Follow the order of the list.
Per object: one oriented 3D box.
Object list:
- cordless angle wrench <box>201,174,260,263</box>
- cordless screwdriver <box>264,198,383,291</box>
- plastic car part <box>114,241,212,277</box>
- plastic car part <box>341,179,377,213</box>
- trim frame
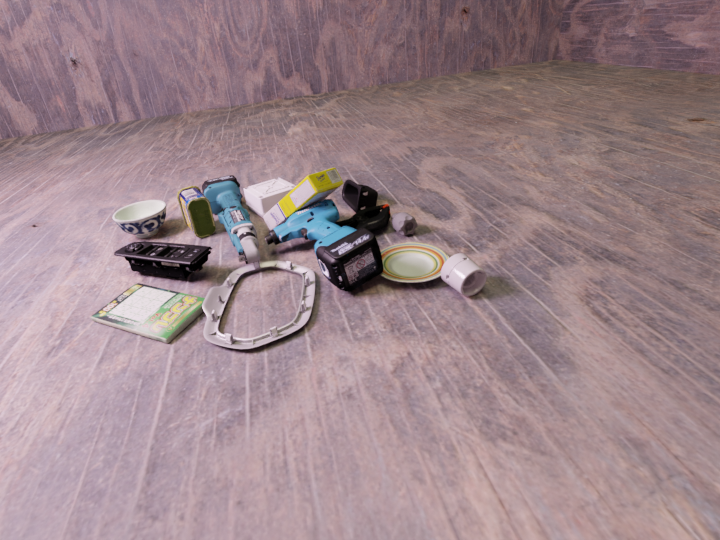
[{"bbox_3d":[-0.285,-0.119,0.956,0.096,0.072,0.445,-17,32,-18],"label":"cordless angle wrench"},{"bbox_3d":[-0.076,-0.050,0.780,0.157,0.071,0.262,-28,35,-12],"label":"cordless screwdriver"},{"bbox_3d":[-0.383,-0.021,0.822,0.210,0.065,0.066,9,40,19],"label":"plastic car part"},{"bbox_3d":[0.005,-0.184,1.029,0.069,0.065,0.122,1,24,-19],"label":"plastic car part"},{"bbox_3d":[-0.169,0.044,0.710,0.186,0.026,0.255,-6,32,5],"label":"trim frame"}]
